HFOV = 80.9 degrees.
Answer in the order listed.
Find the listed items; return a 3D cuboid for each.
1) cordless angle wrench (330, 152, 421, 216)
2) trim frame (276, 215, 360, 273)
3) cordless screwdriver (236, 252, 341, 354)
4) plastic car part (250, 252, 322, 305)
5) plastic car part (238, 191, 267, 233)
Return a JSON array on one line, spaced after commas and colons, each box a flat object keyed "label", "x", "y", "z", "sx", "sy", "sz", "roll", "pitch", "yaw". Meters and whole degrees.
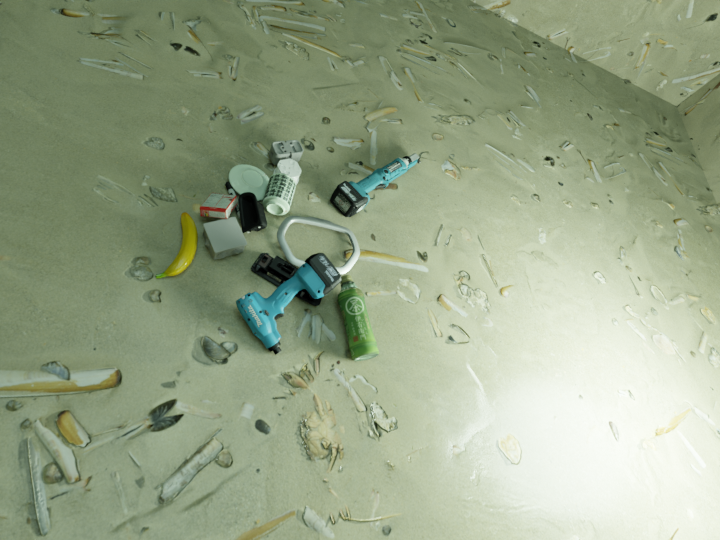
[{"label": "cordless angle wrench", "x": 0.072, "y": -0.307, "z": 1.392, "sx": 0.100, "sy": 0.074, "sz": 0.415, "roll": 46, "pitch": 53, "yaw": 7}, {"label": "trim frame", "x": -0.117, "y": -0.077, "z": 1.201, "sx": 0.242, "sy": 0.027, "sz": 0.189, "roll": 9, "pitch": 58, "yaw": -14}, {"label": "cordless screwdriver", "x": -0.157, "y": 0.075, "z": 1.023, "sx": 0.246, "sy": 0.075, "sz": 0.160, "roll": -33, "pitch": 88, "yaw": -11}, {"label": "plastic car part", "x": -0.179, "y": 0.015, "z": 1.101, "sx": 0.202, "sy": 0.067, "sz": 0.066, "roll": 34, "pitch": 46, "yaw": -3}, {"label": "plastic car part", "x": -0.288, "y": -0.155, "z": 1.158, "sx": 0.067, "sy": 0.067, "sz": 0.120, "roll": 35, "pitch": 37, "yaw": -59}]
